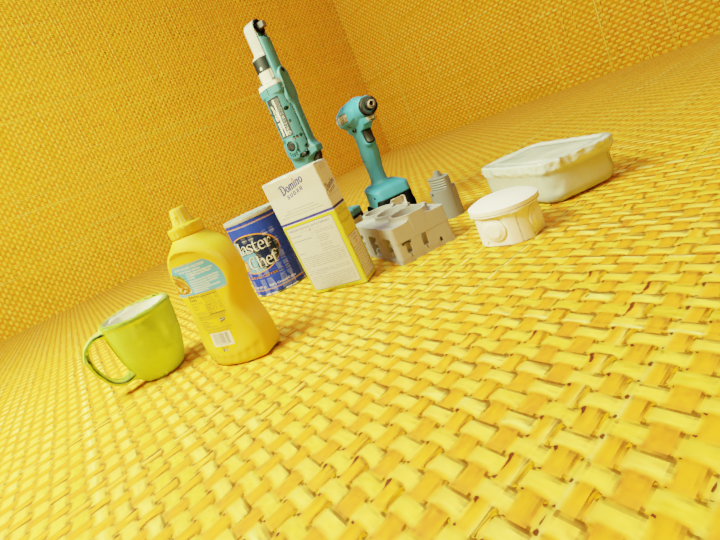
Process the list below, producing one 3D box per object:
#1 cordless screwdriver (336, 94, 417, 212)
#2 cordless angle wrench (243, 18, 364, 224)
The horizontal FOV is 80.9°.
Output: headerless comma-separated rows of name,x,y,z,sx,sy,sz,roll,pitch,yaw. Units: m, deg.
cordless screwdriver,0.033,-0.198,0.780,0.074,0.244,0.164,-25,13,-9
cordless angle wrench,-0.104,-0.221,0.738,0.102,0.415,0.073,-15,14,37
